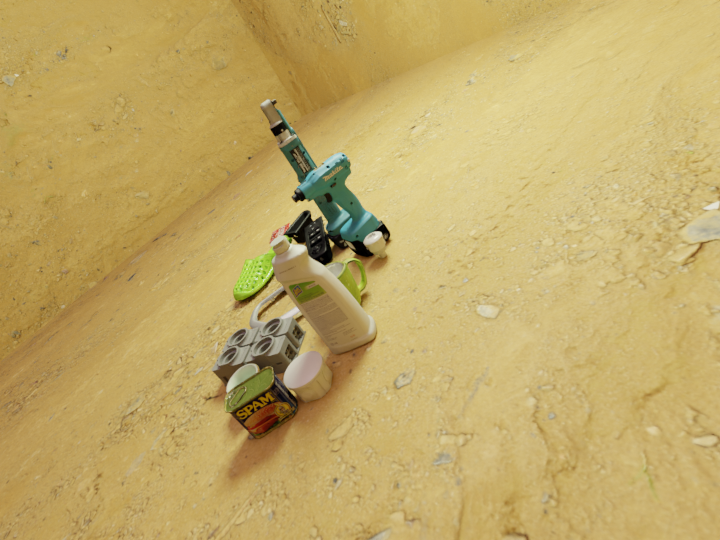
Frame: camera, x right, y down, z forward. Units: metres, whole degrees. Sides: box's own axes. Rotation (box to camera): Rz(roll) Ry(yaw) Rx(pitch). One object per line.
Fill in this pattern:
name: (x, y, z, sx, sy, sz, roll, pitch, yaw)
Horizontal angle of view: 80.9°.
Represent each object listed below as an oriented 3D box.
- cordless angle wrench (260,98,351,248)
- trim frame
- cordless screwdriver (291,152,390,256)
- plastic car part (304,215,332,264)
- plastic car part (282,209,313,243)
cordless angle wrench: (-0.129, -0.244, 1.087, 0.098, 0.407, 0.077, -36, 24, -5)
trim frame: (-0.171, 0.067, 1.052, 0.248, 0.026, 0.192, -37, 28, -5)
cordless screwdriver: (-0.045, -0.137, 1.008, 0.158, 0.239, 0.078, -40, 25, -13)
plastic car part: (-0.115, -0.075, 1.173, 0.067, 0.064, 0.209, -30, 28, 9)
plastic car part: (-0.176, -0.129, 1.319, 0.069, 0.068, 0.116, -6, 38, 44)
